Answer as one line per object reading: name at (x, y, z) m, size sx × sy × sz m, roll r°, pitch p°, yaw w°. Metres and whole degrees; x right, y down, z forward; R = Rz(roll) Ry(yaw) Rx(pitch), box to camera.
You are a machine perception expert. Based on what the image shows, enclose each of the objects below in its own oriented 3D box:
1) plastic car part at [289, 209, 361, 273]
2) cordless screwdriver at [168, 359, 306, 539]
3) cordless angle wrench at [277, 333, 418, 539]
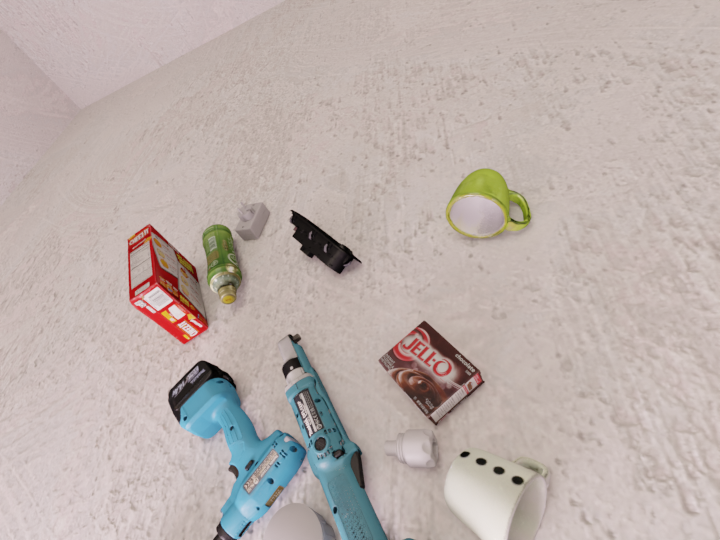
plastic car part at (-0.080, -0.053, 0.822) m, size 0.067 × 0.062 × 0.215 m, roll -53°, pitch 46°, yaw -4°
cordless screwdriver at (-0.209, 0.259, 0.635) m, size 0.263 × 0.070 × 0.158 m, roll 28°, pitch 71°, yaw 39°
cordless angle wrench at (-0.038, 0.236, 0.553) m, size 0.098 × 0.070 × 0.446 m, roll -37°, pitch 42°, yaw -1°
